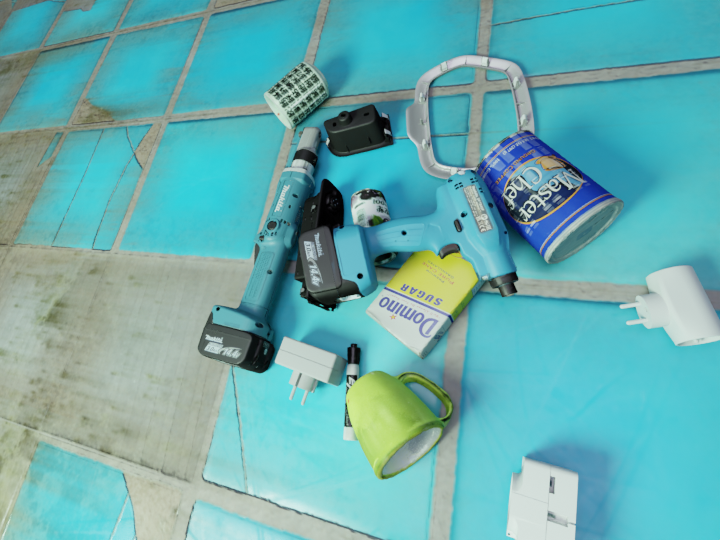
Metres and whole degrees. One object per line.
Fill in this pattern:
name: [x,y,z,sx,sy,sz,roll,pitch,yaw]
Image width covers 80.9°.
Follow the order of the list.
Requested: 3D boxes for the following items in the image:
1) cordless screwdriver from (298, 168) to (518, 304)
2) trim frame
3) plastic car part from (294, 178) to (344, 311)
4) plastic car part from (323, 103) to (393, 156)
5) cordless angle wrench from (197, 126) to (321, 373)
cordless screwdriver: [0.056,-0.014,0.528,0.251,0.072,0.163,-19,73,8]
trim frame: [0.166,-0.248,0.665,0.190,0.026,0.253,-7,67,20]
plastic car part: [-0.064,-0.042,0.650,0.070,0.063,0.206,-12,62,44]
plastic car part: [-0.011,-0.238,0.706,0.119,0.067,0.068,-10,64,13]
cordless angle wrench: [-0.133,-0.059,0.677,0.102,0.071,0.427,7,68,22]
